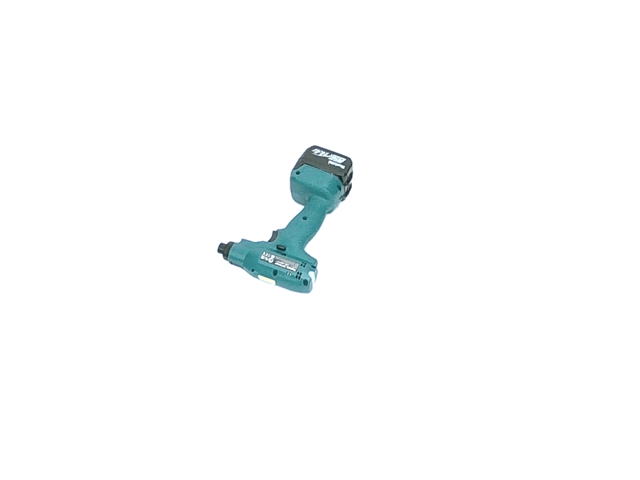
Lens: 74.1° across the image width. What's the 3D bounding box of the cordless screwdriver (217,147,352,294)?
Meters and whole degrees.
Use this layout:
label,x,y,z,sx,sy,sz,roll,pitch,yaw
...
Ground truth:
label,x,y,z,sx,sy,sz,roll,pitch,yaw
cordless screwdriver,-0.048,-0.042,0.698,0.159,0.247,0.074,18,-28,11
